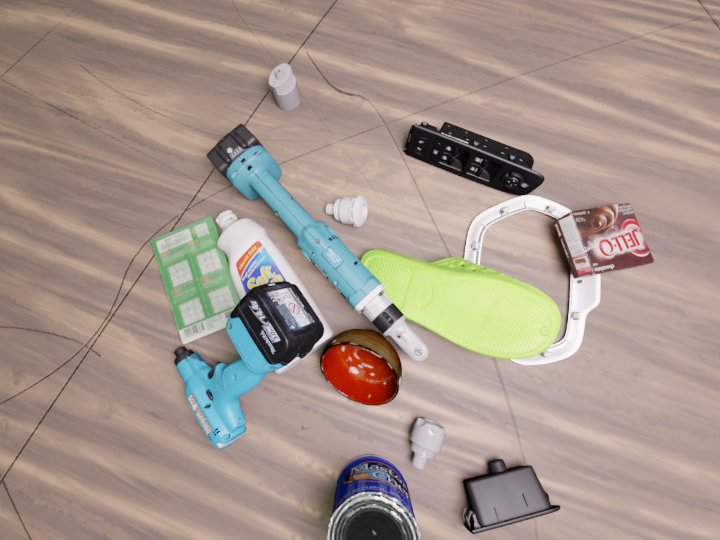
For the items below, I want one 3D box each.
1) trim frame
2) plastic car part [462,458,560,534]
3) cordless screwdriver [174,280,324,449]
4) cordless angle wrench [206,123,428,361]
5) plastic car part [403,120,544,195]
[{"bbox_3d":[0.245,0.009,0.612,0.186,0.027,0.251,7,78,6],"label":"trim frame"},{"bbox_3d":[0.184,0.289,0.553,0.116,0.064,0.073,-18,66,-2],"label":"plastic car part"},{"bbox_3d":[-0.169,0.110,0.569,0.165,0.071,0.250,50,119,21],"label":"cordless screwdriver"},{"bbox_3d":[-0.059,-0.039,0.604,0.074,0.095,0.435,-43,75,-1],"label":"cordless angle wrench"},{"bbox_3d":[0.173,-0.174,0.641,0.208,0.065,0.067,28,57,12],"label":"plastic car part"}]
